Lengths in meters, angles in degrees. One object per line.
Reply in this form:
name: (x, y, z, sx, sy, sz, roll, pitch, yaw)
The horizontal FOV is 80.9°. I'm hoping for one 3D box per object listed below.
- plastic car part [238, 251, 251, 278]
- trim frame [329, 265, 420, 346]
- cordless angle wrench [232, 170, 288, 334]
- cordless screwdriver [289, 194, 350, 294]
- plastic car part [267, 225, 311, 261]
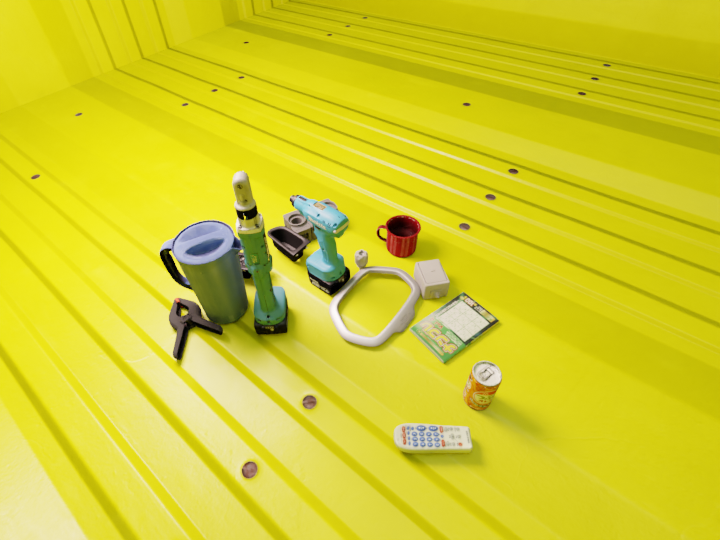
plastic car part: (-0.343, -0.017, 1.112, 0.208, 0.065, 0.067, 10, 48, 14)
trim frame: (0.037, 0.079, 1.017, 0.193, 0.026, 0.246, 26, 54, 26)
cordless angle wrench: (-0.208, -0.019, 0.867, 0.074, 0.409, 0.101, -2, 47, -3)
cordless screwdriver: (-0.099, -0.065, 1.017, 0.167, 0.240, 0.073, 33, 55, 28)
plastic car part: (-0.196, -0.067, 1.145, 0.122, 0.068, 0.065, 32, 55, 29)
